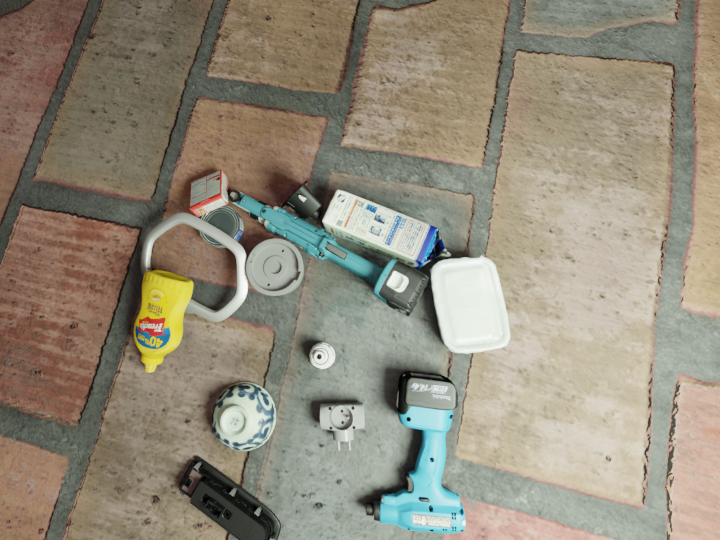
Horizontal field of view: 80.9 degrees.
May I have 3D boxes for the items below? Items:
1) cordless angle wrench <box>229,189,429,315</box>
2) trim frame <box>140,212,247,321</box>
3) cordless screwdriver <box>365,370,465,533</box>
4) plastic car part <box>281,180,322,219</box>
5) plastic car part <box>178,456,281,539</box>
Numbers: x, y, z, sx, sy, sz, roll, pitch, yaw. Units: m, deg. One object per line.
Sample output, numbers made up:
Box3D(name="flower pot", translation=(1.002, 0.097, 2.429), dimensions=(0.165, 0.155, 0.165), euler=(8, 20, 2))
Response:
Box3D(name="cordless angle wrench", translation=(-0.079, -0.052, 0.810), dimensions=(0.436, 0.095, 0.074), euler=(29, 82, 16))
Box3D(name="trim frame", translation=(-0.329, -0.006, 0.834), dimensions=(0.254, 0.027, 0.184), euler=(29, 96, 10))
Box3D(name="cordless screwdriver", translation=(0.089, 0.303, 0.716), dimensions=(0.161, 0.073, 0.251), euler=(0, 82, 6))
Box3D(name="plastic car part", translation=(-0.106, -0.128, 0.819), dimensions=(0.069, 0.120, 0.066), euler=(44, 84, -15))
Box3D(name="plastic car part", translation=(-0.229, 0.412, 0.736), dimensions=(0.207, 0.066, 0.066), euler=(29, 75, 9))
